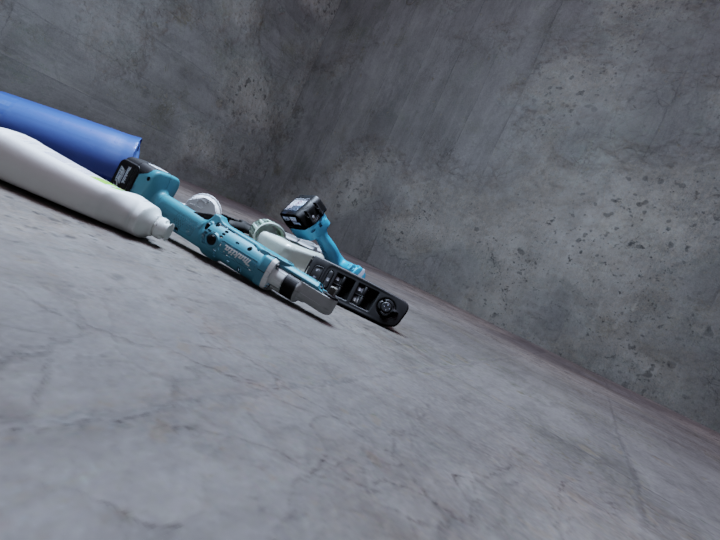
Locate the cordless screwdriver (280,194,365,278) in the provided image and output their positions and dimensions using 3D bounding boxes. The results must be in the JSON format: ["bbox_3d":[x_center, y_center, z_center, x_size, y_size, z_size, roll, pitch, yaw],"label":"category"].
[{"bbox_3d":[-0.101,-0.066,1.036,0.167,0.074,0.239,7,-43,55],"label":"cordless screwdriver"}]

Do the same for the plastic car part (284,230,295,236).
[{"bbox_3d":[-0.246,-0.087,1.255,0.073,0.066,0.112,11,-4,16],"label":"plastic car part"}]

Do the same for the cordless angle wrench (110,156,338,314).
[{"bbox_3d":[-0.219,-0.048,0.661,0.437,0.098,0.072,30,4,17],"label":"cordless angle wrench"}]

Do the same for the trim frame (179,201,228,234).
[{"bbox_3d":[-0.415,-0.136,1.070,0.174,0.027,0.263,22,6,-45],"label":"trim frame"}]

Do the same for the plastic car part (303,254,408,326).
[{"bbox_3d":[-0.013,0.049,0.797,0.209,0.066,0.065,24,-23,15],"label":"plastic car part"}]
